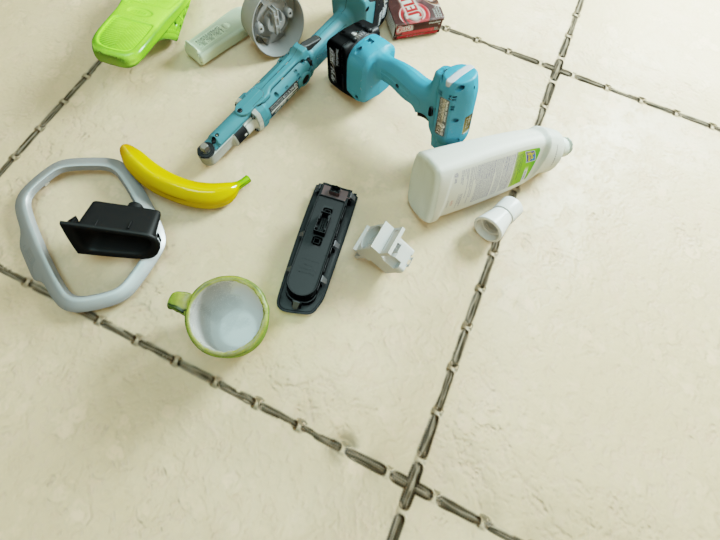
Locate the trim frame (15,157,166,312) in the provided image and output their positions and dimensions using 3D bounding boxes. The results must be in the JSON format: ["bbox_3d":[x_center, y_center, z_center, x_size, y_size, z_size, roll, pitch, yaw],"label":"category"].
[{"bbox_3d":[-0.382,-0.059,0.592,0.182,0.027,0.255,-32,75,-14],"label":"trim frame"}]

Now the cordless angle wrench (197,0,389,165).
[{"bbox_3d":[-0.106,-0.321,0.675,0.076,0.096,0.421,37,76,8],"label":"cordless angle wrench"}]

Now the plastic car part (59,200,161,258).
[{"bbox_3d":[-0.314,-0.060,0.557,0.116,0.064,0.073,4,56,-5],"label":"plastic car part"}]

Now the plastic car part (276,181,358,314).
[{"bbox_3d":[-0.056,-0.037,0.577,0.066,0.067,0.205,19,72,-5],"label":"plastic car part"}]

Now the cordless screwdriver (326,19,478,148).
[{"bbox_3d":[0.058,-0.266,0.642,0.073,0.153,0.261,-39,61,-20],"label":"cordless screwdriver"}]
